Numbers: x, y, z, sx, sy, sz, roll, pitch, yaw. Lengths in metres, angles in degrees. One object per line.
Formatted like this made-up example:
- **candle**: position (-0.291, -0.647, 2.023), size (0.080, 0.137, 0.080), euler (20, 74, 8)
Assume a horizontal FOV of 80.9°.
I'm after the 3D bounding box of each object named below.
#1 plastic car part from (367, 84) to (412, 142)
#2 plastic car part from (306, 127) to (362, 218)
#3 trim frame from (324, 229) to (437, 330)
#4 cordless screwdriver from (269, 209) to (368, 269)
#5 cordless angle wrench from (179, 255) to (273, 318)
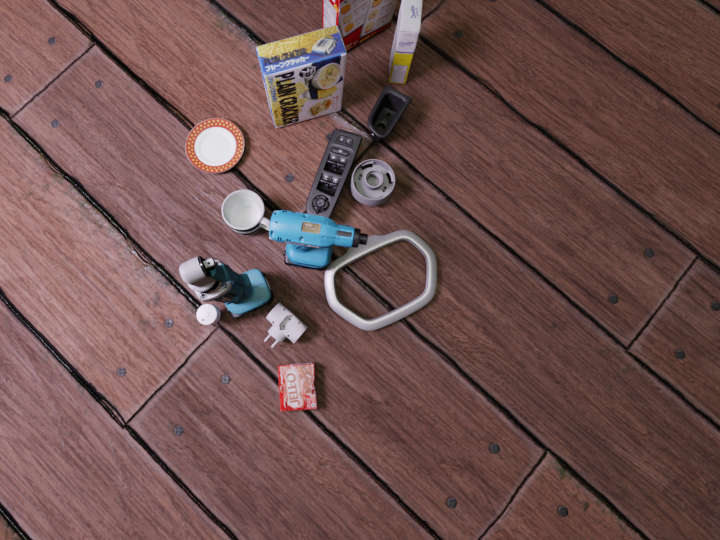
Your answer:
- **plastic car part**: position (0.052, -0.331, 0.928), size (0.066, 0.070, 0.116), euler (29, 81, 2)
- **plastic car part**: position (-0.062, -0.197, 0.905), size (0.067, 0.066, 0.204), euler (20, 80, 0)
- **trim frame**: position (0.045, 0.015, 0.885), size (0.247, 0.027, 0.187), euler (-27, 81, -5)
- **cordless screwdriver**: position (-0.077, -0.050, 0.786), size (0.159, 0.247, 0.075), euler (9, 82, -3)
- **cordless angle wrench**: position (-0.214, 0.026, 0.684), size (0.097, 0.421, 0.075), euler (-24, 86, -8)
